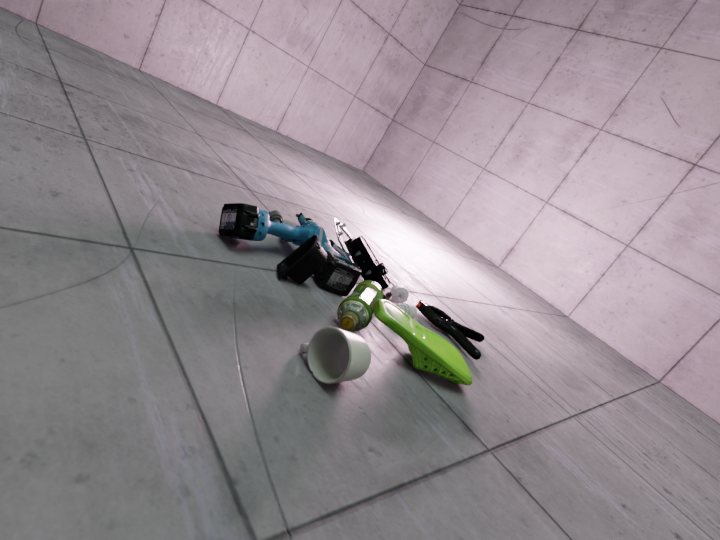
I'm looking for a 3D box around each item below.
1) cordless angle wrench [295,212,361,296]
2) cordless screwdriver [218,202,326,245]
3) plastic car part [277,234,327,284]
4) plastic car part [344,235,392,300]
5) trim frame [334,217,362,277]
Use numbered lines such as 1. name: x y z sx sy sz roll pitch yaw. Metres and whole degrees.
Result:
1. cordless angle wrench: -0.114 -0.074 1.161 0.094 0.074 0.443 22 17 -28
2. cordless screwdriver: -0.221 -0.099 1.015 0.236 0.074 0.167 10 -3 -43
3. plastic car part: -0.119 -0.014 0.929 0.068 0.117 0.068 49 8 -27
4. plastic car part: 0.025 -0.007 1.074 0.204 0.068 0.065 56 26 2
5. trim frame: -0.020 -0.061 1.211 0.177 0.028 0.257 55 8 -25
